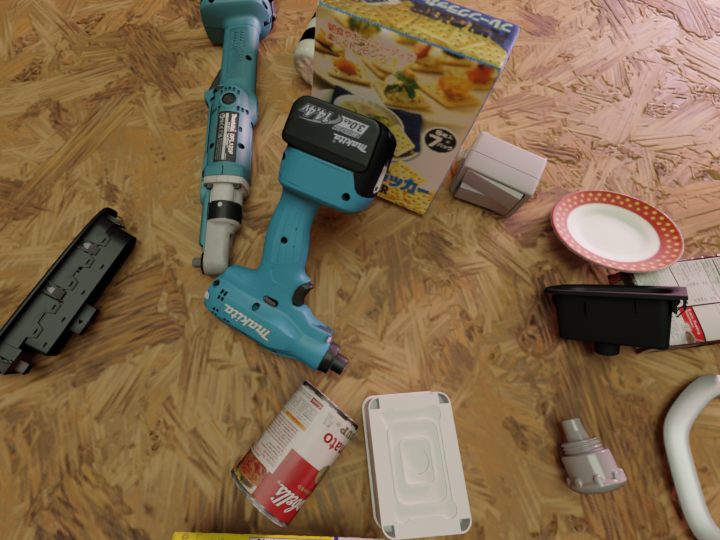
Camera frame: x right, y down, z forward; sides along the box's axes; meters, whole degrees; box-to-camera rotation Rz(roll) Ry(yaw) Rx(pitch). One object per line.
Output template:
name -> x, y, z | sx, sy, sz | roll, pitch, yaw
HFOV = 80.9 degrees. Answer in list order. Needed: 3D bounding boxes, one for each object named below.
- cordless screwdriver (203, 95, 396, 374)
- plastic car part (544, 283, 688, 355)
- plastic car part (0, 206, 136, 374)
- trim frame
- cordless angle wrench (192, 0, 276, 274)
cordless screwdriver -> -0.040, -0.026, 0.408 | 0.162, 0.073, 0.248 | 30, 106, 9
plastic car part -> 0.256, 0.050, 0.426 | 0.122, 0.063, 0.071 | -4, 90, 38
plastic car part -> -0.305, 0.023, 0.446 | 0.067, 0.066, 0.204 | 24, 70, -5
trim frame -> 0.408, 0.208, 0.394 | 0.254, 0.027, 0.184 | 27, 72, 12
cordless angle wrench -> -0.162, -0.199, 0.529 | 0.098, 0.073, 0.431 | -1, 71, -2
